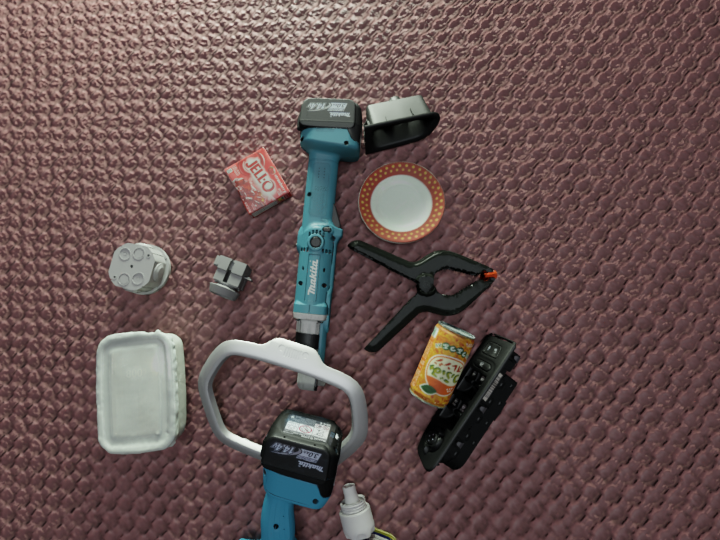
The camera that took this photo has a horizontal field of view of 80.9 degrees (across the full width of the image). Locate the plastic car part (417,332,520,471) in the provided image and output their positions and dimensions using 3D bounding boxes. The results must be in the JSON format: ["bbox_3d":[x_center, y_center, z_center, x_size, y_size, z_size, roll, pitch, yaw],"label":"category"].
[{"bbox_3d":[0.151,0.186,0.576,0.065,0.068,0.203,41,84,-18],"label":"plastic car part"}]

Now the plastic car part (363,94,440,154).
[{"bbox_3d":[0.055,-0.237,0.658,0.116,0.064,0.073,-16,67,-2],"label":"plastic car part"}]

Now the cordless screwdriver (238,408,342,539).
[{"bbox_3d":[-0.075,0.321,0.546,0.161,0.074,0.247,17,98,7],"label":"cordless screwdriver"}]

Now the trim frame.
[{"bbox_3d":[-0.111,0.187,0.589,0.253,0.027,0.182,16,102,10],"label":"trim frame"}]

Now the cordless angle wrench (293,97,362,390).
[{"bbox_3d":[-0.061,-0.040,0.628,0.099,0.073,0.425,4,83,5],"label":"cordless angle wrench"}]
